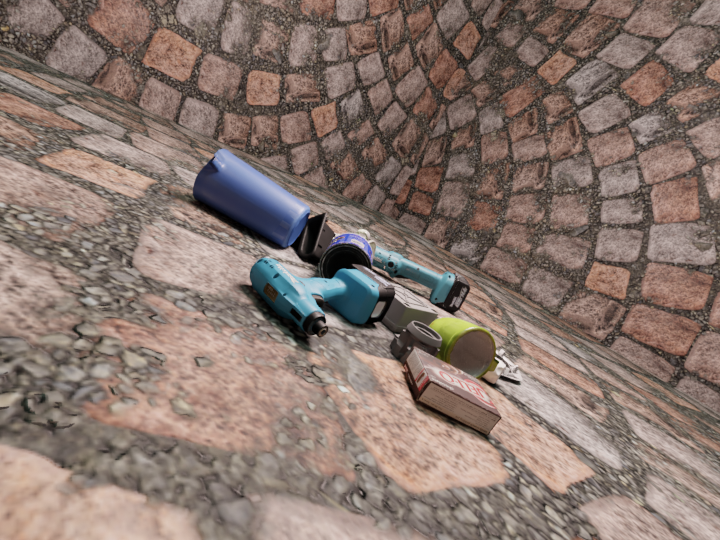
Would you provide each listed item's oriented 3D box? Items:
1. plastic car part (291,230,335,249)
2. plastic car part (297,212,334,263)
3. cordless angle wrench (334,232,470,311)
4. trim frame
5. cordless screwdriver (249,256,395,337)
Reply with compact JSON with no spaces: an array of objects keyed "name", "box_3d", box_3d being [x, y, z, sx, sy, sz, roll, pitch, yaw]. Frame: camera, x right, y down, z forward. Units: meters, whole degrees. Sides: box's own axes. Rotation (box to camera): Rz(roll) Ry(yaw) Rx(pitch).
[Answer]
[{"name":"plastic car part","box_3d":[-0.114,-0.082,1.063,0.069,0.067,0.196,24,8,16]},{"name":"plastic car part","box_3d":[-0.093,-0.061,0.956,0.068,0.119,0.067,-16,-38,39]},{"name":"cordless angle wrench","box_3d":[0.084,-0.019,1.160,0.427,0.097,0.074,25,15,4]},{"name":"trim frame","box_3d":[0.226,0.154,0.876,0.241,0.027,0.191,21,12,-18]},{"name":"cordless screwdriver","box_3d":[-0.037,0.046,0.657,0.236,0.074,0.168,7,23,-48]}]
